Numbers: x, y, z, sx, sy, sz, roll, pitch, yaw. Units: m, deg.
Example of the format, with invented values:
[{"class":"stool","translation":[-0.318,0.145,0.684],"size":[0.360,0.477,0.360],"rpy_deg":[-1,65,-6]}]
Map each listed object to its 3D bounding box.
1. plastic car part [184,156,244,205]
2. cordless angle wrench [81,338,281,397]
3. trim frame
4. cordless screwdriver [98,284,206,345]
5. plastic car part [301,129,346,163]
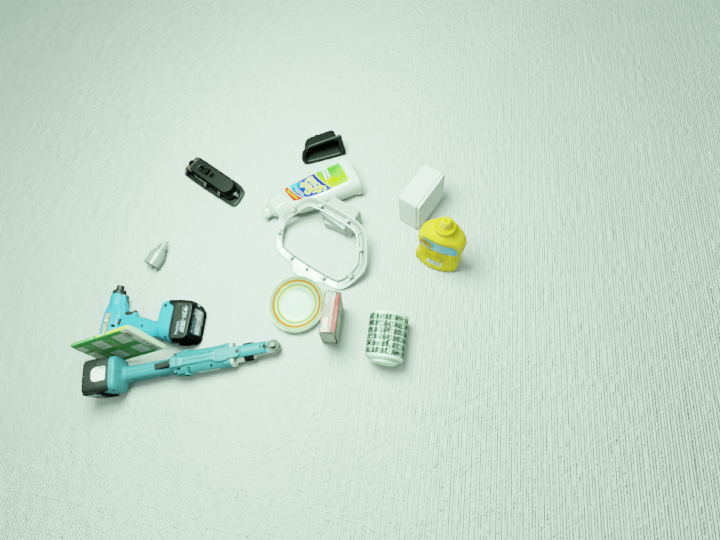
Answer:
[{"class":"plastic car part","translation":[-0.393,-0.248,1.130],"size":[0.210,0.065,0.066],"rpy_deg":[35,69,18]},{"class":"cordless angle wrench","translation":[-0.382,0.203,0.925],"size":[0.423,0.095,0.076],"rpy_deg":[-10,67,0]},{"class":"trim frame","translation":[-0.096,-0.063,0.984],"size":[0.257,0.027,0.183],"rpy_deg":[32,104,18]},{"class":"cordless screwdriver","translation":[-0.489,0.104,0.989],"size":[0.253,0.071,0.163],"rpy_deg":[-5,67,11]},{"class":"plastic car part","translation":[-0.104,-0.335,1.120],"size":[0.118,0.063,0.073],"rpy_deg":[-13,52,6]}]
